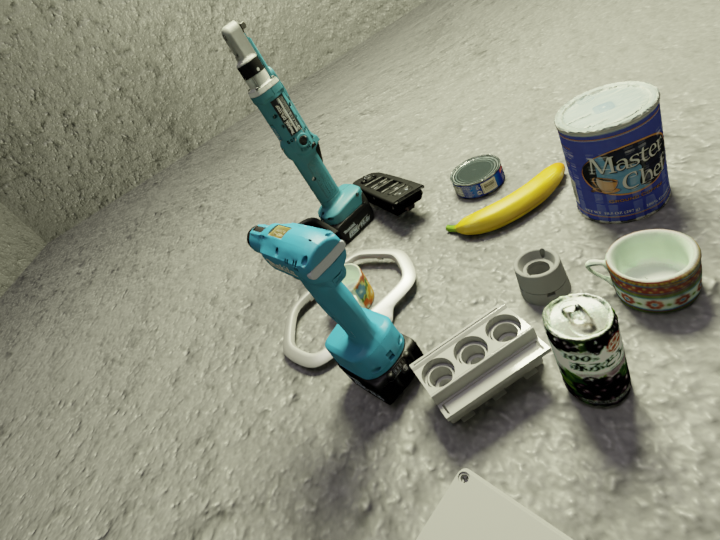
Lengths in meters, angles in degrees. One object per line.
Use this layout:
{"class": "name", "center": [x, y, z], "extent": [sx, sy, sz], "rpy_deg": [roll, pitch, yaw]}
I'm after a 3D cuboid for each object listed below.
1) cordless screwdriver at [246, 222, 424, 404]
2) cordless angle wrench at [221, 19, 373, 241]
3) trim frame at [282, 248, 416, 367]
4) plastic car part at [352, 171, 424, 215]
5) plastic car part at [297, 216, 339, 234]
{"class": "cordless screwdriver", "center": [-0.035, 0.042, 0.501], "extent": [0.074, 0.237, 0.168], "rpy_deg": [-46, 34, -20]}
{"class": "cordless angle wrench", "center": [-0.112, -0.232, 0.753], "extent": [0.097, 0.403, 0.078], "rpy_deg": [-43, 32, -16]}
{"class": "trim frame", "center": [-0.023, 0.051, 0.668], "extent": [0.247, 0.026, 0.194], "rpy_deg": [-40, 34, -8]}
{"class": "plastic car part", "center": [0.052, -0.149, 0.816], "extent": [0.066, 0.064, 0.214], "rpy_deg": [-38, 34, -6]}
{"class": "plastic car part", "center": [-0.079, -0.051, 0.805], "extent": [0.065, 0.067, 0.123], "rpy_deg": [-40, 33, -9]}
